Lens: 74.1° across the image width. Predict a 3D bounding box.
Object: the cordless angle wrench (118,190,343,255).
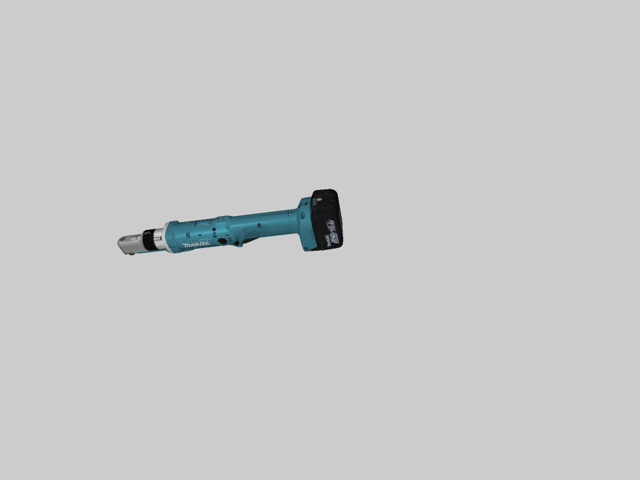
[{"bbox_3d":[-0.173,-0.015,0.779,0.423,0.074,0.098,-6,-45,7],"label":"cordless angle wrench"}]
